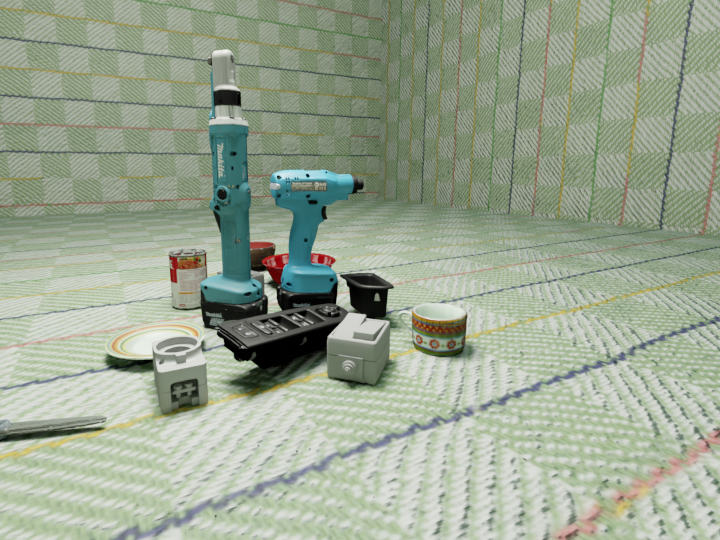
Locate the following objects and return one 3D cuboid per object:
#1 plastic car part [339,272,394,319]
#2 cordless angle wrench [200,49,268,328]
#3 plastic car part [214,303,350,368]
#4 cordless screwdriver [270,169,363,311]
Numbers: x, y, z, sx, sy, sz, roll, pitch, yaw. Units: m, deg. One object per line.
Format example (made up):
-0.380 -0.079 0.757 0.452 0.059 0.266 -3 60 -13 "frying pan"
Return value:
0.012 0.047 0.712 0.064 0.070 0.121 -3 13 -16 "plastic car part"
-0.202 -0.118 0.659 0.101 0.418 0.073 4 11 18 "cordless angle wrench"
-0.087 0.086 0.558 0.070 0.066 0.195 11 17 41 "plastic car part"
-0.071 -0.046 0.724 0.154 0.246 0.077 -4 11 -21 "cordless screwdriver"
